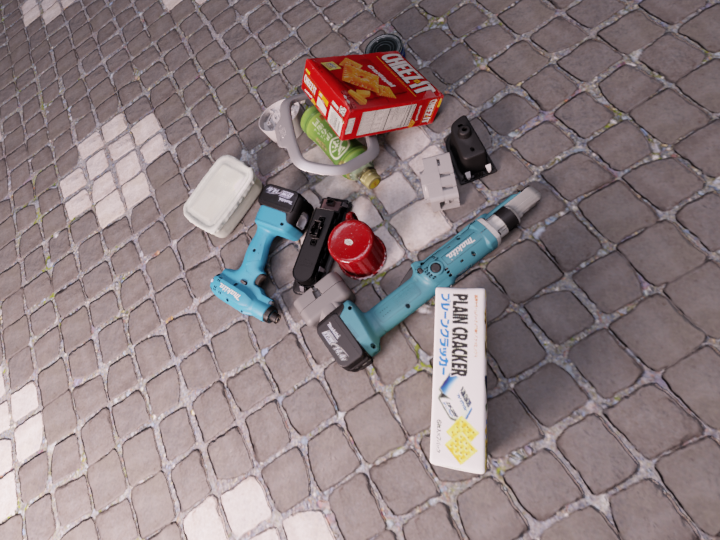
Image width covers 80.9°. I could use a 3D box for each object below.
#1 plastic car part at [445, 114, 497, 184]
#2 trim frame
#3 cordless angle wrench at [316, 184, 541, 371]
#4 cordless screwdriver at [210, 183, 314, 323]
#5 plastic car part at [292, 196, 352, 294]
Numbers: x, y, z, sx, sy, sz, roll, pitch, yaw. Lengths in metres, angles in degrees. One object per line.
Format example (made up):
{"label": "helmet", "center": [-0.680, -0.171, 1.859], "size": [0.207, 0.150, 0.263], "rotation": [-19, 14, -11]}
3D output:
{"label": "plastic car part", "center": [0.188, -0.224, 0.749], "size": [0.067, 0.068, 0.120], "rotation": [-20, 68, 9]}
{"label": "trim frame", "center": [-0.066, -0.262, 0.790], "size": [0.181, 0.027, 0.258], "rotation": [-8, 56, -11]}
{"label": "cordless angle wrench", "center": [0.122, 0.004, 0.689], "size": [0.423, 0.071, 0.102], "rotation": [-38, 64, 1]}
{"label": "cordless screwdriver", "center": [-0.169, -0.031, 0.808], "size": [0.167, 0.071, 0.249], "rotation": [26, 85, 26]}
{"label": "plastic car part", "center": [-0.077, -0.050, 0.788], "size": [0.068, 0.065, 0.204], "rotation": [14, 78, 15]}
